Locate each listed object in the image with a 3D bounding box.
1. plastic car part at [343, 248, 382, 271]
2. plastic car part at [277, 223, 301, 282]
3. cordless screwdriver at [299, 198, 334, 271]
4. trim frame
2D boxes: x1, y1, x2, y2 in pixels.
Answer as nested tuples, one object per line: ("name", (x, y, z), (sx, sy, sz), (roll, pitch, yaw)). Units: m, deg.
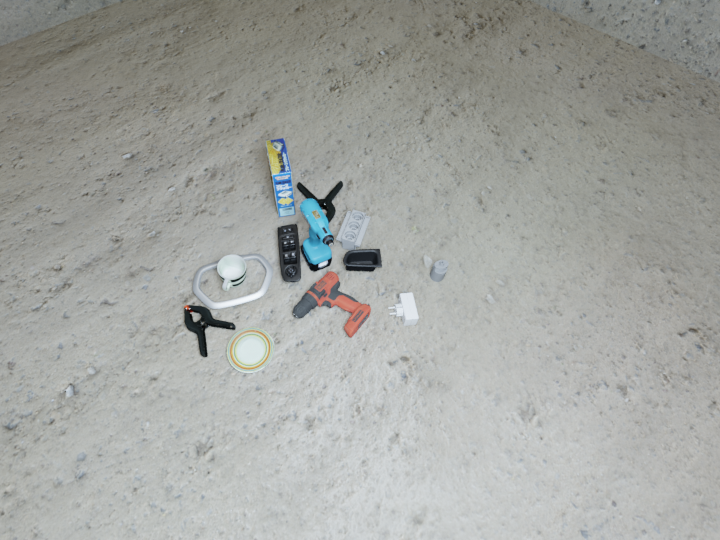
("plastic car part", (0.003, -0.023, 1.303), (0.116, 0.069, 0.068), (-2, 58, -1))
("plastic car part", (-0.221, -0.046, 1.324), (0.066, 0.065, 0.210), (-7, 58, -6))
("cordless screwdriver", (-0.121, -0.079, 1.239), (0.073, 0.242, 0.166), (-22, 62, -16))
("trim frame", (-0.392, 0.027, 1.304), (0.245, 0.027, 0.192), (-17, 58, -9))
